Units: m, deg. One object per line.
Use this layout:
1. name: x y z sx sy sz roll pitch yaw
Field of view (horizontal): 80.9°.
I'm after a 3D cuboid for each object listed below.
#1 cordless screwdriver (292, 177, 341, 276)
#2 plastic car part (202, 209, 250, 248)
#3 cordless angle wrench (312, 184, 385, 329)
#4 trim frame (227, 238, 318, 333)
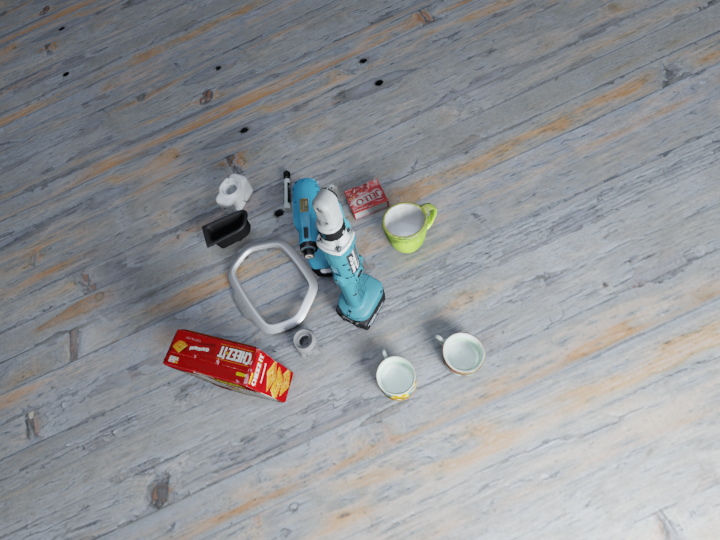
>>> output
1. cordless screwdriver: -0.084 -0.055 0.856 0.075 0.239 0.164 -9 63 5
2. plastic car part: -0.314 -0.092 1.027 0.116 0.068 0.069 -24 62 0
3. cordless angle wrench: -0.023 -0.007 0.722 0.077 0.406 0.098 25 71 19
4. trim frame: -0.205 0.030 0.963 0.183 0.026 0.260 -38 62 -7
